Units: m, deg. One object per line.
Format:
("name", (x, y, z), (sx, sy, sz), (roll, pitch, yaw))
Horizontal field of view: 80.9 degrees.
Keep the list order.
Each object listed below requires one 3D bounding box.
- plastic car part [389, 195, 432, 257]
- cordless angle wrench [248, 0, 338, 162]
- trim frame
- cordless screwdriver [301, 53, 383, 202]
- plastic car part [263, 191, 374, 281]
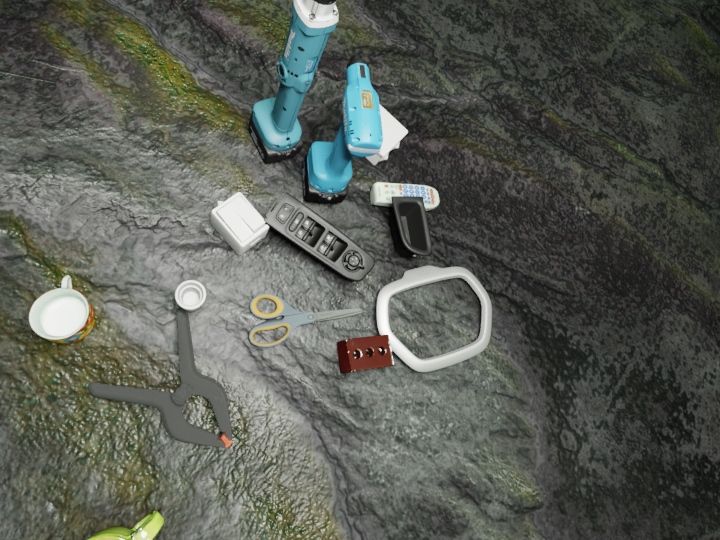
("plastic car part", (0.085, -0.073, 0.788), (0.064, 0.071, 0.119), (-2, 74, -20))
("cordless angle wrench", (-0.093, -0.298, 0.618), (0.072, 0.428, 0.099), (-23, 85, -25))
("trim frame", (0.140, 0.080, 0.777), (0.242, 0.028, 0.188), (-14, 77, -20))
("cordless screwdriver", (-0.035, -0.219, 0.705), (0.072, 0.251, 0.162), (2, 74, -20))
("plastic car part", (-0.072, -0.047, 0.736), (0.201, 0.067, 0.066), (33, 66, -4))
